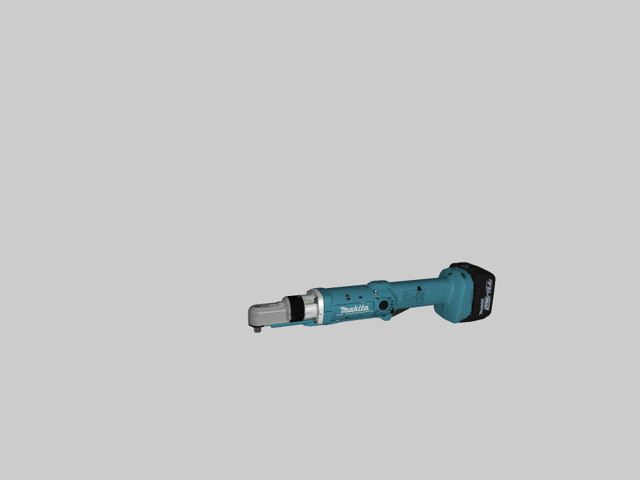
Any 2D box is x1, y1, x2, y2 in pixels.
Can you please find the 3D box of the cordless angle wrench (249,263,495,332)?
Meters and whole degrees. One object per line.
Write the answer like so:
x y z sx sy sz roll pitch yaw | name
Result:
0.092 0.099 0.694 0.422 0.098 0.074 -3 14 -21 | cordless angle wrench
